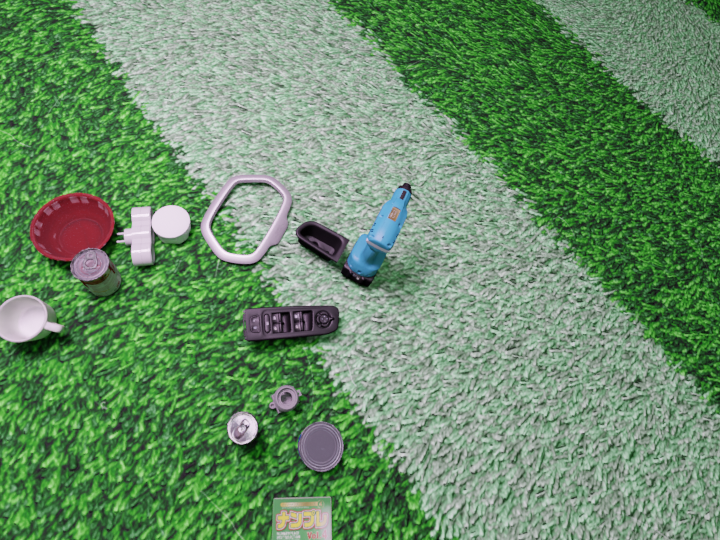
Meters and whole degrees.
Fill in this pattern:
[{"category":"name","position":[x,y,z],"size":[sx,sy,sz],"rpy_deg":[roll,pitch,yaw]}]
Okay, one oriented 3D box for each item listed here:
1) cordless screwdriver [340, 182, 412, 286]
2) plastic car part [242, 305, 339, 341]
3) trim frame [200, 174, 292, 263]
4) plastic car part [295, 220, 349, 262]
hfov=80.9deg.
[{"category":"cordless screwdriver","position":[0.038,-0.071,0.904],"size":[0.074,0.247,0.160],"rpy_deg":[28,64,-2]},{"category":"plastic car part","position":[-0.143,0.112,0.888],"size":[0.199,0.066,0.068],"rpy_deg":[-4,68,-12]},{"category":"trim frame","position":[-0.265,-0.127,1.000],"size":[0.185,0.027,0.250],"rpy_deg":[23,64,1]},{"category":"plastic car part","position":[-0.095,-0.062,0.975],"size":[0.117,0.070,0.066],"rpy_deg":[29,64,3]}]
